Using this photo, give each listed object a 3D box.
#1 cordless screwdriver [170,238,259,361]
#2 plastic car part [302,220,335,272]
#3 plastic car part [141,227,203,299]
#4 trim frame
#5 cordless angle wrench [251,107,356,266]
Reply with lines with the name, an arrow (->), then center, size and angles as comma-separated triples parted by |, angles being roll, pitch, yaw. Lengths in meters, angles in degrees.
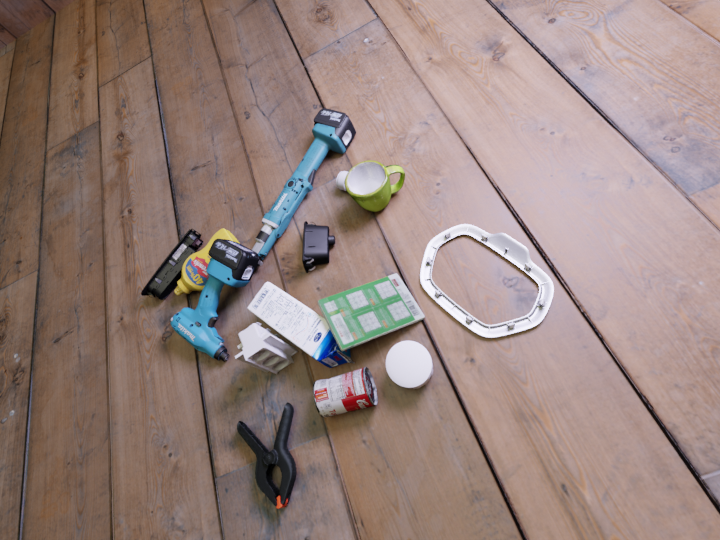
cordless screwdriver -> -0.305, 0.064, 0.932 | 0.165, 0.071, 0.248 | 32, 96, 20
plastic car part -> -0.092, -0.060, 0.939 | 0.072, 0.064, 0.119 | 0, 63, 4
plastic car part -> -0.461, -0.006, 1.060 | 0.068, 0.066, 0.202 | 40, 83, 4
trim frame -> 0.227, 0.011, 0.793 | 0.184, 0.026, 0.262 | -44, 57, -4
cordless angle wrench -> -0.154, -0.196, 1.020 | 0.103, 0.071, 0.423 | 24, 79, 28
